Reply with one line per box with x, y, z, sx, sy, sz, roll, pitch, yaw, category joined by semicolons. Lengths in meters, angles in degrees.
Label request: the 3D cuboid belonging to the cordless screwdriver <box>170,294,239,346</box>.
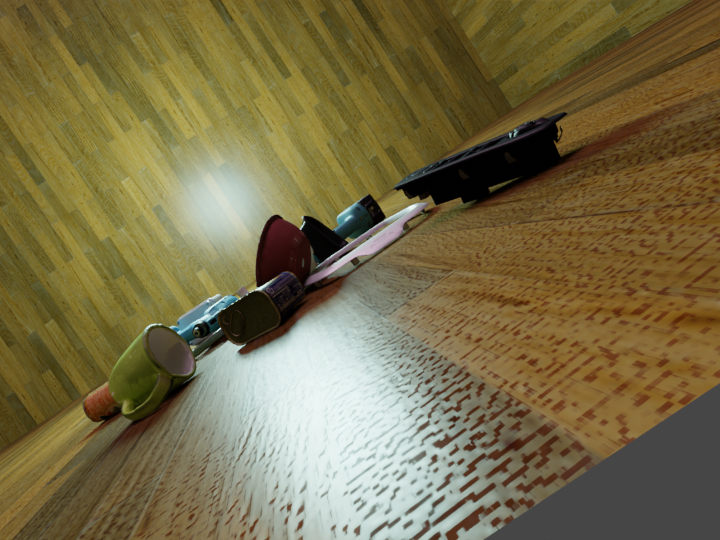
-0.376;0.145;0.895;0.252;0.074;0.158;-31;7;18;cordless screwdriver

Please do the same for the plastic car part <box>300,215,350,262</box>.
-0.087;-0.057;0.891;0.071;0.117;0.065;-57;-3;17;plastic car part

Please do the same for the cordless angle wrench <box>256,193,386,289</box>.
-0.107;-0.036;0.956;0.416;0.073;0.100;-41;9;-32;cordless angle wrench

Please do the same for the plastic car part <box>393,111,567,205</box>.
0.138;-0.119;0.495;0.210;0.067;0.064;-19;7;46;plastic car part

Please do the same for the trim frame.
0.008;-0.042;0.697;0.246;0.027;0.187;-34;7;-14;trim frame
